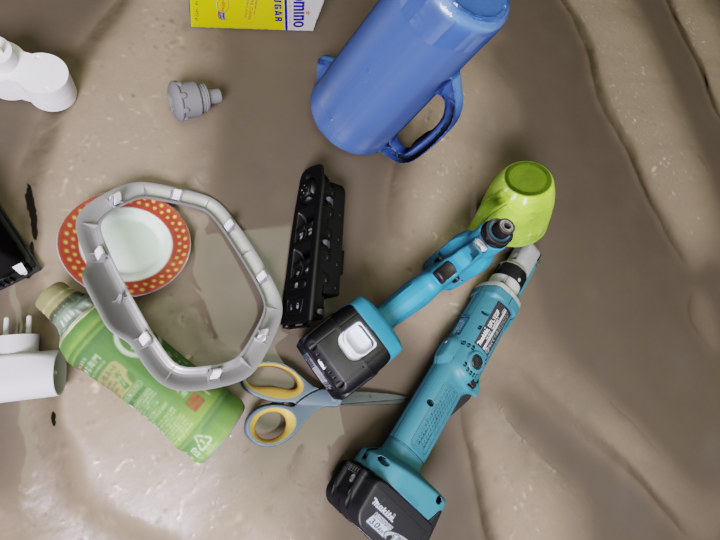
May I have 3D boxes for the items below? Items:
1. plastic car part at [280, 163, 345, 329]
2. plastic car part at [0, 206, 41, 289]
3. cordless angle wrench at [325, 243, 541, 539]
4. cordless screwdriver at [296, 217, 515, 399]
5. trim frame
[{"bbox_3d":[-0.050,-0.032,0.506,0.064,0.068,0.206,8,72,-26],"label":"plastic car part"},{"bbox_3d":[-0.380,-0.039,0.410,0.065,0.072,0.117,-32,89,-24],"label":"plastic car part"},{"bbox_3d":[0.121,0.111,0.508,0.096,0.076,0.420,45,64,-13],"label":"cordless angle wrench"},{"bbox_3d":[0.052,0.033,0.460,0.245,0.159,0.076,-35,83,-22],"label":"cordless screwdriver"},{"bbox_3d":[-0.182,0.003,0.439,0.178,0.028,0.254,-24,75,-42],"label":"trim frame"}]
